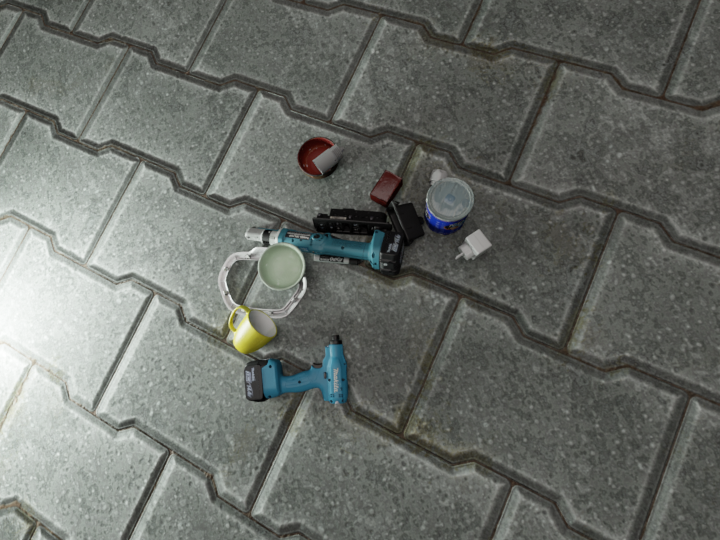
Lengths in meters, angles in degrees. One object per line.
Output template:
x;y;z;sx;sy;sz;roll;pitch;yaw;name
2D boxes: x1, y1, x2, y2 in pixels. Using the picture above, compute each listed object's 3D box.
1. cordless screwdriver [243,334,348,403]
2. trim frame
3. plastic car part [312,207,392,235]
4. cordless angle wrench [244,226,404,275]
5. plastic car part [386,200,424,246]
-0.157;0.241;1.034;0.251;0.072;0.161;-3;78;6;cordless screwdriver
-0.264;0.030;1.122;0.254;0.026;0.186;5;79;14;trim frame
-0.017;-0.126;1.092;0.208;0.064;0.068;9;55;14;plastic car part
-0.106;-0.069;1.084;0.436;0.071;0.099;8;47;17;cordless angle wrench
0.121;-0.123;1.065;0.070;0.065;0.119;-22;79;-10;plastic car part
